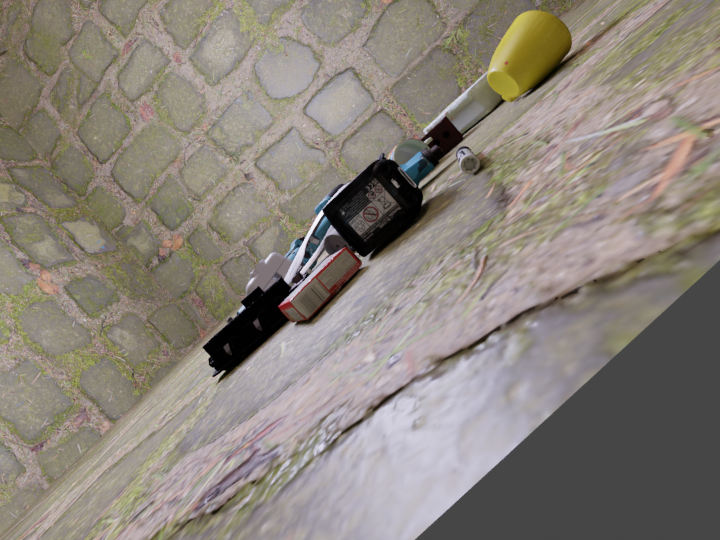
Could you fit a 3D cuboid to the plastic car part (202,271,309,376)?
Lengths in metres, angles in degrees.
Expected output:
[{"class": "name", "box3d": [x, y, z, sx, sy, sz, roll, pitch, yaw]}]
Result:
[{"class": "plastic car part", "box3d": [-0.143, 0.068, 0.580, 0.203, 0.066, 0.067, -44, 13, 7]}]

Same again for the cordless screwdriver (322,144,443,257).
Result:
[{"class": "cordless screwdriver", "box3d": [0.045, -0.108, 0.554, 0.160, 0.074, 0.247, -40, 5, 16]}]

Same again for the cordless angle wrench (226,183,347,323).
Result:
[{"class": "cordless angle wrench", "box3d": [-0.122, -0.025, 0.862, 0.076, 0.097, 0.421, -36, 15, 52]}]

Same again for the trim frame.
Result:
[{"class": "trim frame", "box3d": [-0.068, -0.044, 0.695, 0.248, 0.028, 0.182, -54, -2, 35]}]

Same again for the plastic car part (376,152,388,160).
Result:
[{"class": "plastic car part", "box3d": [0.048, -0.182, 0.880, 0.116, 0.070, 0.067, -60, 9, -9]}]
